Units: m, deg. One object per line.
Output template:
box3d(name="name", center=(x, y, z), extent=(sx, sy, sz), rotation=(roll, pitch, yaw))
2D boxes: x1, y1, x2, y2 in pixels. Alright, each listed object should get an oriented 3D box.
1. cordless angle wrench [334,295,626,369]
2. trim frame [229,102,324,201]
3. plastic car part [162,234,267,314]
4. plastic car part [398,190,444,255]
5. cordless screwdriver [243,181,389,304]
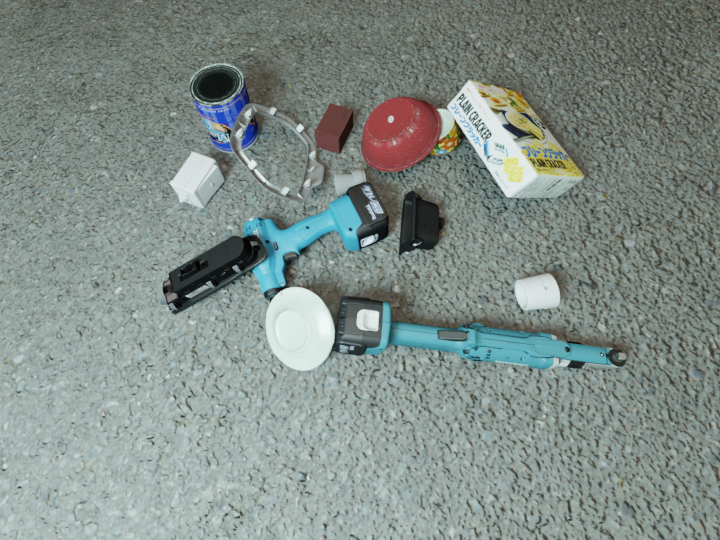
box3d(name="cordless angle wrench", center=(0.175, 0.108, 0.639), extent=(0.425, 0.096, 0.076), rotation=(7, 68, 3))
box3d(name="trim frame", center=(-0.144, -0.220, 0.764), extent=(0.176, 0.028, 0.255), rotation=(32, 36, -25))
box3d(name="plastic car part", center=(-0.253, -0.004, 0.704), extent=(0.205, 0.064, 0.069), rotation=(-26, 59, 8))
box3d(name="plastic car part", center=(0.111, -0.083, 0.743), extent=(0.070, 0.066, 0.118), rotation=(15, 64, -8))
box3d(name="cordless screwdriver", center=(-0.071, -0.047, 0.731), extent=(0.249, 0.072, 0.164), rotation=(-19, 67, 0))
